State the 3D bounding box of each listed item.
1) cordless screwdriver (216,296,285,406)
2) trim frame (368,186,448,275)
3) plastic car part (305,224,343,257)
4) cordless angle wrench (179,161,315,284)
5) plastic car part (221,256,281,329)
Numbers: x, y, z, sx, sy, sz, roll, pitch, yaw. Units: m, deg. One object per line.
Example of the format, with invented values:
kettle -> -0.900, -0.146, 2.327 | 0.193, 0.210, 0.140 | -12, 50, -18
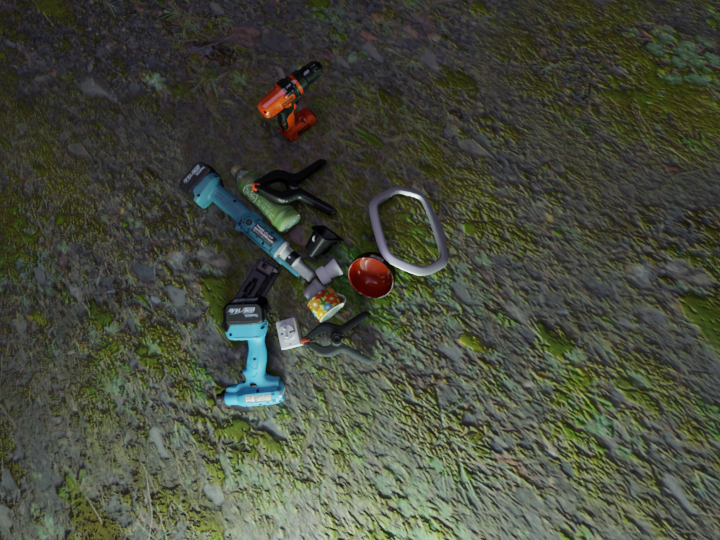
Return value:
cordless screwdriver -> -0.267, 0.189, 0.964 | 0.161, 0.074, 0.247 | -7, 96, 5
trim frame -> 0.116, -0.098, 1.001 | 0.180, 0.027, 0.257 | -6, 60, -14
plastic car part -> -0.100, -0.065, 1.019 | 0.068, 0.114, 0.071 | 36, 107, 10
cordless angle wrench -> -0.278, -0.115, 1.071 | 0.433, 0.073, 0.098 | 39, 84, 12
plastic car part -> -0.272, 0.063, 1.031 | 0.067, 0.066, 0.203 | 29, 84, 3
